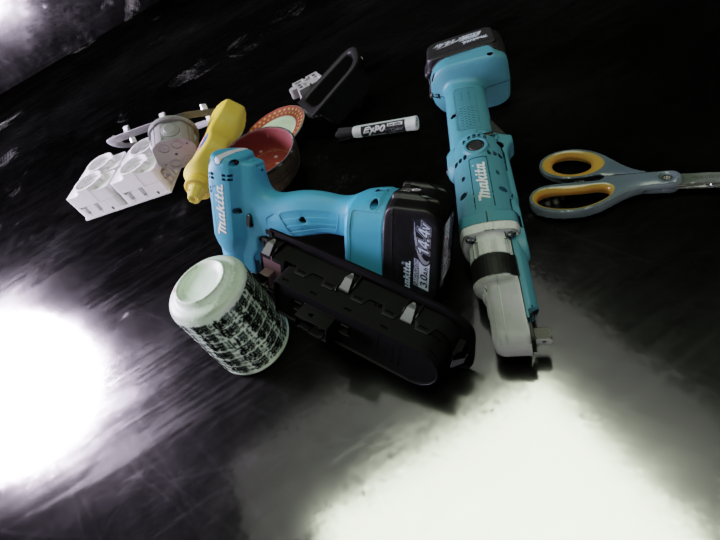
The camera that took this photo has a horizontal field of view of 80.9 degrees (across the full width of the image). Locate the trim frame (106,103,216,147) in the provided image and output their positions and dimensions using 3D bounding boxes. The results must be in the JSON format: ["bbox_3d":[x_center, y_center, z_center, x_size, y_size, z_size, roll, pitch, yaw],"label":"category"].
[{"bbox_3d":[-0.354,-0.269,0.789,0.254,0.027,0.183,-13,14,15],"label":"trim frame"}]

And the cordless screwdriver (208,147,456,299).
[{"bbox_3d":[-0.041,-0.027,0.419,0.259,0.155,0.073,14,29,22],"label":"cordless screwdriver"}]

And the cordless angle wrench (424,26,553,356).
[{"bbox_3d":[0.124,-0.111,0.438,0.101,0.070,0.433,-10,51,19],"label":"cordless angle wrench"}]

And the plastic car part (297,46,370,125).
[{"bbox_3d":[-0.028,-0.270,0.645,0.117,0.067,0.069,-43,45,9],"label":"plastic car part"}]

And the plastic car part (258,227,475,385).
[{"bbox_3d":[-0.008,0.032,0.347,0.211,0.064,0.066,21,37,20],"label":"plastic car part"}]
